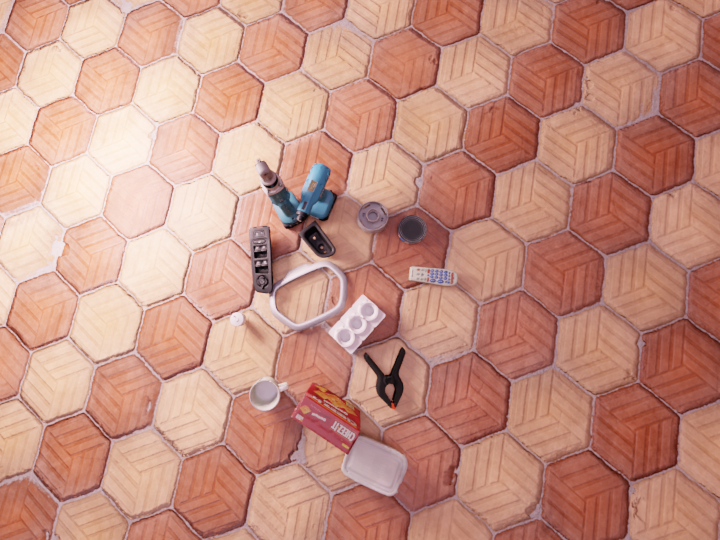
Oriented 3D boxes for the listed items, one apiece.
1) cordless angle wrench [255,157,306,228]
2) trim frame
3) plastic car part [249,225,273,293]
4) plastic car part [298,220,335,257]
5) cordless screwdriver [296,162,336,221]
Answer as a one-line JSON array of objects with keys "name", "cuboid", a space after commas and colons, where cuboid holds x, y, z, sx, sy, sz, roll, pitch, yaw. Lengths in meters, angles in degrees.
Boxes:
[{"name": "cordless angle wrench", "cuboid": [-0.216, -0.201, 1.124, 0.074, 0.418, 0.099, -27, 85, -3]}, {"name": "trim frame", "cuboid": [-0.155, 0.072, 1.272, 0.248, 0.027, 0.187, -26, 80, 0]}, {"name": "plastic car part", "cuboid": [-0.296, -0.030, 1.281, 0.067, 0.066, 0.205, -5, 81, 1]}, {"name": "plastic car part", "cuboid": [-0.124, -0.081, 1.273, 0.066, 0.070, 0.119, -38, 81, -3]}, {"name": "cordless screwdriver", "cuboid": [-0.130, -0.192, 1.202, 0.075, 0.246, 0.159, 22, 84, 2]}]
